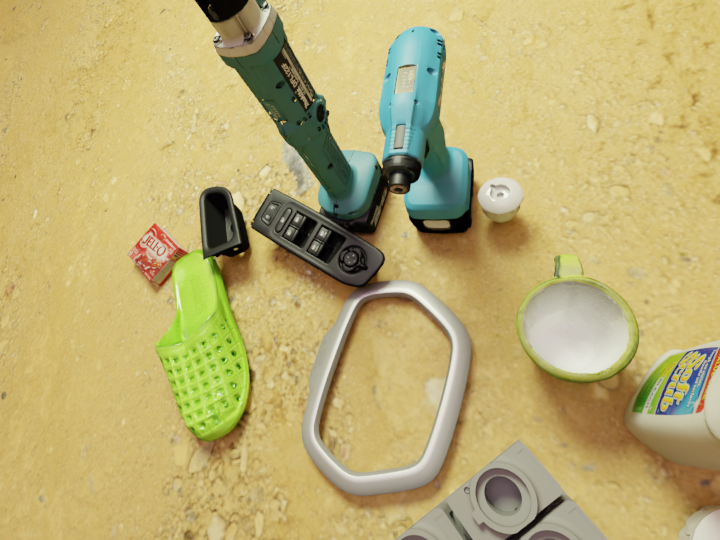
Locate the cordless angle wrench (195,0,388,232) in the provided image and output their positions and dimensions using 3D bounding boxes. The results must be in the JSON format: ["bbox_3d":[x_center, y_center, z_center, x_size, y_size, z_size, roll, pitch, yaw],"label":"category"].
[{"bbox_3d":[-0.063,-0.164,0.438,0.077,0.402,0.098,12,74,24],"label":"cordless angle wrench"}]

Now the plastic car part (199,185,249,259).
[{"bbox_3d":[-0.203,-0.069,0.650,0.067,0.067,0.121,-21,62,12],"label":"plastic car part"}]

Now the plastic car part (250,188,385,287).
[{"bbox_3d":[-0.056,-0.037,0.577,0.214,0.064,0.066,30,81,30],"label":"plastic car part"}]

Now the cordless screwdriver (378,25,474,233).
[{"bbox_3d":[0.072,-0.106,0.452,0.077,0.236,0.161,2,69,21],"label":"cordless screwdriver"}]

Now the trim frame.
[{"bbox_3d":[0.024,0.127,0.494,0.192,0.026,0.250,11,73,26],"label":"trim frame"}]
